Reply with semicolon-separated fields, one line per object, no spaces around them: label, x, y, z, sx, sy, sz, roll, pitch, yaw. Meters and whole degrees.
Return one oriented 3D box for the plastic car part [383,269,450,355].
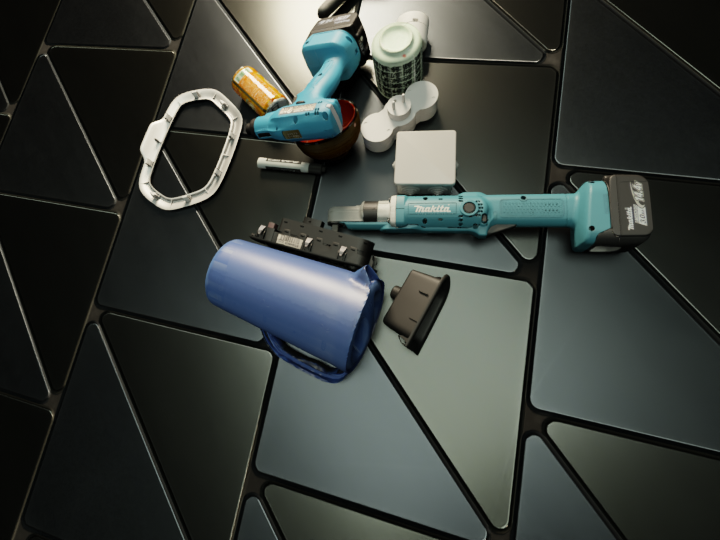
plastic car part;0.074;0.050;0.604;0.074;0.063;0.117;21;77;29

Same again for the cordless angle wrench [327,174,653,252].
cordless angle wrench;0.158;-0.081;0.613;0.434;0.072;0.099;2;78;15

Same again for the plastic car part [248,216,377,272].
plastic car part;-0.063;-0.041;0.643;0.211;0.064;0.067;20;79;20

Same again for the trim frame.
trim frame;-0.318;-0.228;0.778;0.190;0.026;0.249;15;81;17

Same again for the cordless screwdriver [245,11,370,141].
cordless screwdriver;-0.082;-0.306;0.686;0.166;0.070;0.252;2;59;26
